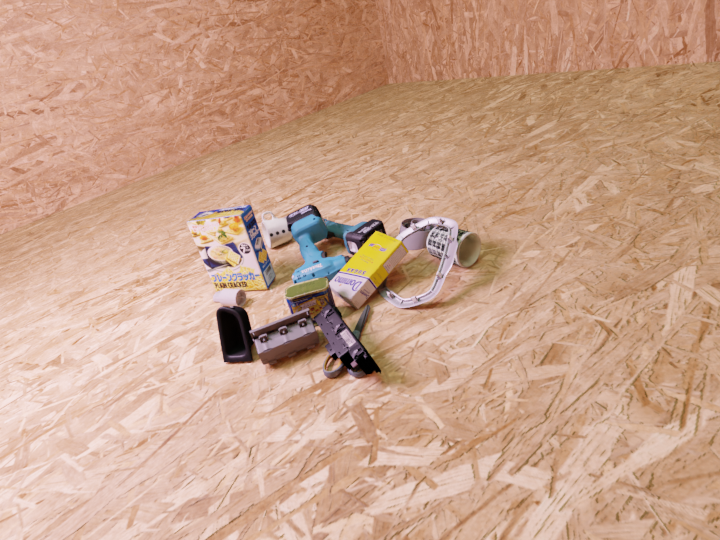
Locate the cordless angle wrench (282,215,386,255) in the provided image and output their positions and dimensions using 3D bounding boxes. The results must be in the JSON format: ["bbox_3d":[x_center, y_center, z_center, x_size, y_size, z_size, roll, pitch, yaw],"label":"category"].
[{"bbox_3d":[-0.103,-0.122,1.240,0.096,0.072,0.447,-36,33,-29],"label":"cordless angle wrench"}]

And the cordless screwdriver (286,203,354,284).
[{"bbox_3d":[-0.106,-0.070,1.087,0.161,0.070,0.259,-23,46,7],"label":"cordless screwdriver"}]

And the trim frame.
[{"bbox_3d":[0.127,-0.026,0.930,0.193,0.026,0.250,-3,50,41],"label":"trim frame"}]

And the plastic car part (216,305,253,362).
[{"bbox_3d":[-0.252,0.123,0.877,0.067,0.116,0.070,-8,5,13],"label":"plastic car part"}]

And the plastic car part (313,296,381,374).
[{"bbox_3d":[-0.036,0.124,0.782,0.067,0.063,0.213,-42,34,3],"label":"plastic car part"}]
